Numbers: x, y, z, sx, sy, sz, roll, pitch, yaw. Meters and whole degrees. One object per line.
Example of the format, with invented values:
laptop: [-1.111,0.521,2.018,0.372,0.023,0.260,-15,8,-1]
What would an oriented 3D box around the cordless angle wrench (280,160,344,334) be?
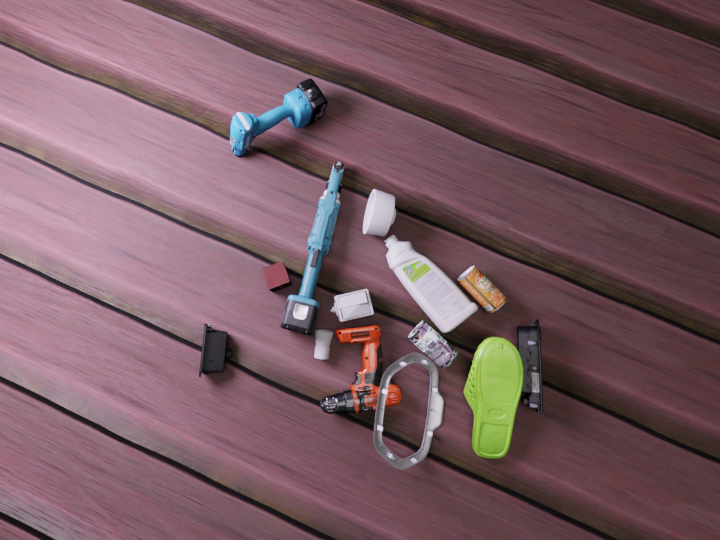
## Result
cordless angle wrench: [-0.098,-0.064,1.000,0.074,0.097,0.426,13,77,-1]

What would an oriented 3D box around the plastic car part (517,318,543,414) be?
plastic car part: [0.382,0.212,0.961,0.070,0.063,0.204,3,81,24]

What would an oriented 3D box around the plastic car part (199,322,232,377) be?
plastic car part: [-0.332,0.183,0.972,0.069,0.067,0.117,2,84,-16]

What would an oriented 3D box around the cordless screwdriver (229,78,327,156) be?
cordless screwdriver: [-0.208,-0.363,1.036,0.245,0.161,0.075,-33,90,-22]

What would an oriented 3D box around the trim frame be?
trim frame: [0.109,0.306,0.928,0.175,0.028,0.250,14,78,-31]
